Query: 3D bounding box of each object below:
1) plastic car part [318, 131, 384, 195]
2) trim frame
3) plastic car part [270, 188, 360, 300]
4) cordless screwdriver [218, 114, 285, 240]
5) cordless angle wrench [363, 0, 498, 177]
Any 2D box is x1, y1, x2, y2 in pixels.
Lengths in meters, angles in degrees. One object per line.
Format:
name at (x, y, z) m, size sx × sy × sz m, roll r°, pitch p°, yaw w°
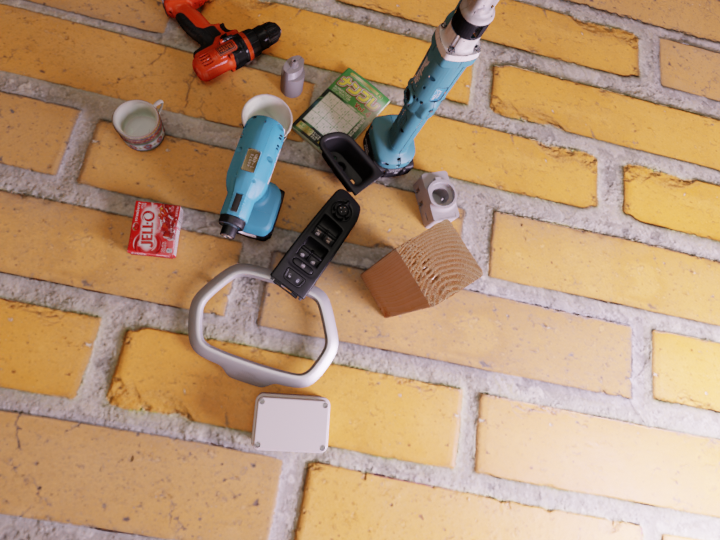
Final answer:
plastic car part at (-0.027, -0.186, 0.750) m, size 0.065 × 0.071 × 0.118 m, roll -38°, pitch 85°, yaw -16°
trim frame at (-0.156, 0.091, 0.686) m, size 0.247 × 0.027 × 0.185 m, roll 18°, pitch 74°, yaw -3°
plastic car part at (-0.069, -0.045, 0.711) m, size 0.066 × 0.067 × 0.203 m, roll 34°, pitch 74°, yaw -1°
cordless screwdriver at (-0.161, -0.097, 0.618) m, size 0.073 × 0.249 × 0.160 m, roll 18°, pitch 76°, yaw -9°
cordless angle wrench at (0.091, -0.253, 0.599) m, size 0.073 × 0.424 × 0.099 m, roll -8°, pitch 81°, yaw -14°
